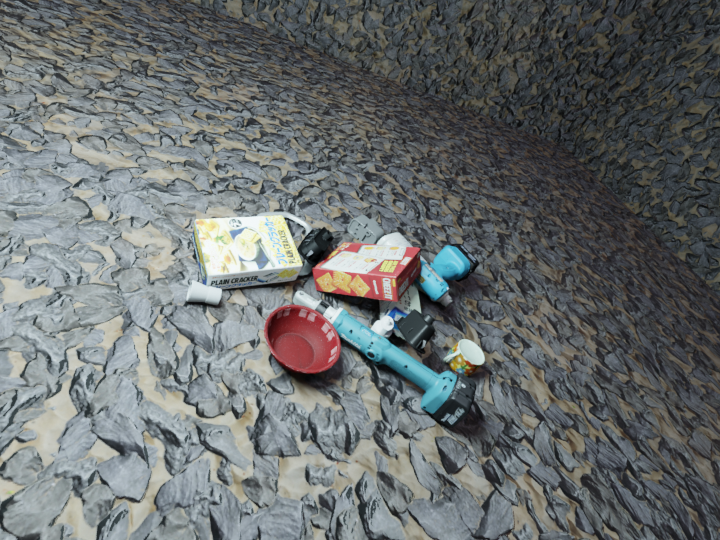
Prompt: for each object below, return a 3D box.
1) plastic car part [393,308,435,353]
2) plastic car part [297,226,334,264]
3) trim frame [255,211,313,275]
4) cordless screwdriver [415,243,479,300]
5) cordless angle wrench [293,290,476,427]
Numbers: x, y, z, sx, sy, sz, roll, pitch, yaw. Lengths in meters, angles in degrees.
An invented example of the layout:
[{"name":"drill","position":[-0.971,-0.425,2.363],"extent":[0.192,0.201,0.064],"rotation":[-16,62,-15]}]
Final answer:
[{"name":"plastic car part","position":[0.125,0.121,0.896],"extent":[0.064,0.071,0.119],"rotation":[36,4,-15]},{"name":"plastic car part","position":[-0.104,-0.068,1.063],"extent":[0.065,0.068,0.203],"rotation":[55,19,-11]},{"name":"trim frame","position":[-0.195,-0.074,1.098],"extent":[0.179,0.027,0.257],"rotation":[14,37,-15]},{"name":"cordless screwdriver","position":[0.207,-0.020,1.137],"extent":[0.165,0.074,0.240],"rotation":[48,36,17]},{"name":"cordless angle wrench","position":[0.033,0.166,0.903],"extent":[0.433,0.097,0.073],"rotation":[32,40,12]}]
